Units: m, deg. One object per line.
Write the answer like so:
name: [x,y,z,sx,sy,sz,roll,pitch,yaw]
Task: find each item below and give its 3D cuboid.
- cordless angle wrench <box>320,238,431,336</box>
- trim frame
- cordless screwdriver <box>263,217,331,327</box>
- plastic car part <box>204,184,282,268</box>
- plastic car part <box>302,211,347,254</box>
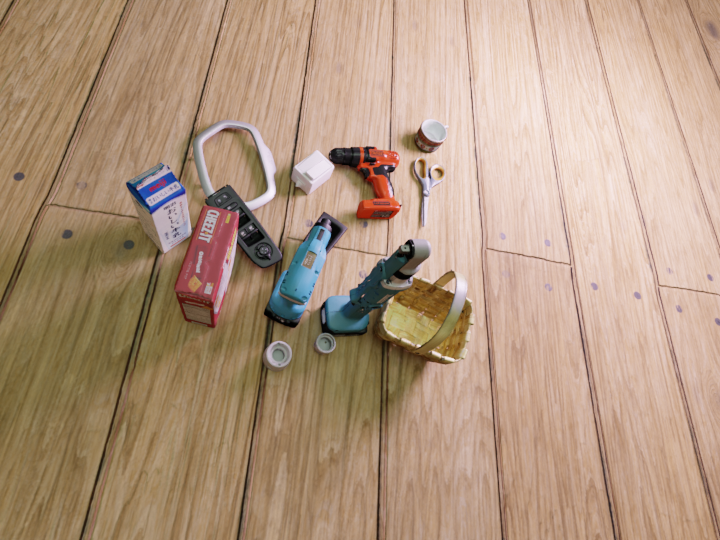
cordless angle wrench: [0.019,0.038,0.722,0.095,0.423,0.076,1,70,-17]
trim frame: [-0.292,-0.249,0.993,0.180,0.027,0.255,-14,71,-18]
cordless screwdriver: [-0.114,0.012,0.799,0.074,0.249,0.160,25,65,-7]
plastic car part: [-0.250,-0.084,0.910,0.065,0.067,0.207,-37,80,-24]
plastic car part: [-0.091,-0.060,0.933,0.066,0.071,0.116,35,64,0]
